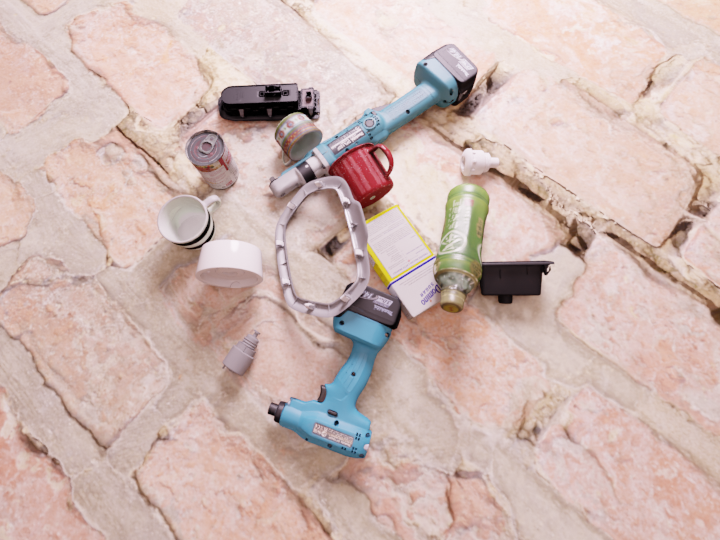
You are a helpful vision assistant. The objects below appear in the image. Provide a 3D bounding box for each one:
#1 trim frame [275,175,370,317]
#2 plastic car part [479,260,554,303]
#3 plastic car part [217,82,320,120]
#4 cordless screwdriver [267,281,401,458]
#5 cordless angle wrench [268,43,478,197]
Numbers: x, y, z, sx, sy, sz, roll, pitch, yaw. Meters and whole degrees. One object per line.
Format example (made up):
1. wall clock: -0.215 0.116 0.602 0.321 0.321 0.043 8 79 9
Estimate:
1. trim frame: -0.067 -0.044 0.687 0.188 0.026 0.257 -26 59 25
2. plastic car part: 0.240 0.018 0.683 0.117 0.065 0.071 -4 89 5
3. plastic car part: -0.181 -0.325 0.812 0.205 0.066 0.067 -2 82 6
4. cordless screwdriver: -0.035 0.141 0.656 0.162 0.073 0.250 16 79 8
5. cordless angle wrench: 0.016 -0.257 0.773 0.421 0.072 0.101 -35 76 -4
